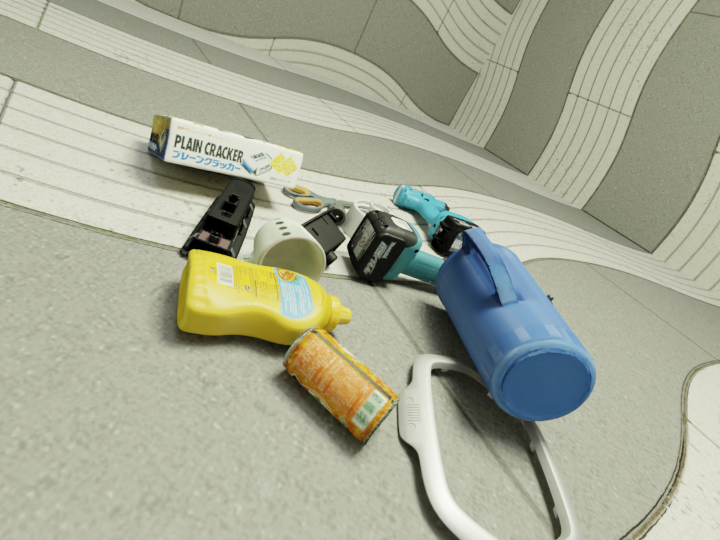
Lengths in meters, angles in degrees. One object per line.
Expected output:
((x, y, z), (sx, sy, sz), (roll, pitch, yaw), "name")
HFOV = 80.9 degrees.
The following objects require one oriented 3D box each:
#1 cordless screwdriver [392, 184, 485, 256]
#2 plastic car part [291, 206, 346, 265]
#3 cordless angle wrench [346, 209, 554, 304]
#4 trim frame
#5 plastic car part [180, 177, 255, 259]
((0.190, -0.115, 0.966), (0.152, 0.074, 0.261), (12, 27, -28), "cordless screwdriver")
((-0.062, -0.041, 0.635), (0.071, 0.066, 0.115), (44, 31, 0), "plastic car part")
((0.177, 0.014, 0.719), (0.405, 0.098, 0.078), (19, 28, -25), "cordless angle wrench")
((0.125, 0.180, 0.436), (0.182, 0.027, 0.253), (23, 29, -8), "trim frame")
((-0.186, -0.080, 0.591), (0.065, 0.066, 0.208), (14, 26, -11), "plastic car part")
